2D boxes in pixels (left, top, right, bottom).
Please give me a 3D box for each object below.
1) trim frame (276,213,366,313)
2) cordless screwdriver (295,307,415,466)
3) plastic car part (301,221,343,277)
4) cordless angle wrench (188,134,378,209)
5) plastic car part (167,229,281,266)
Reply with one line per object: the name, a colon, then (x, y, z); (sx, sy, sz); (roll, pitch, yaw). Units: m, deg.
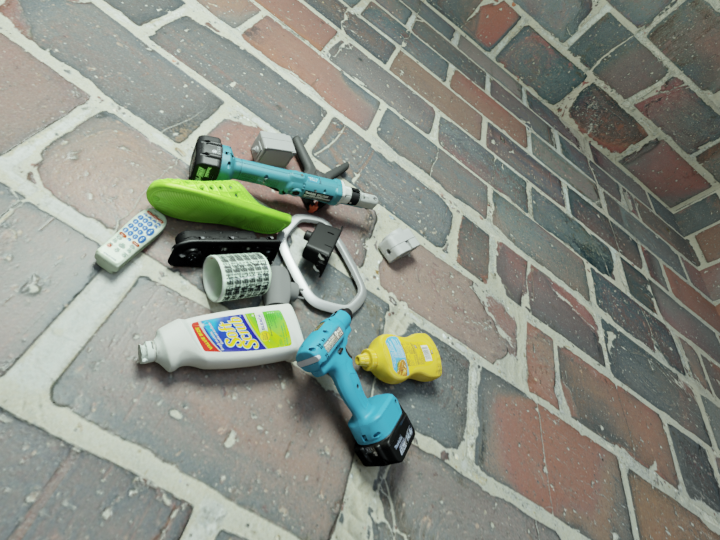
trim frame: (-0.080, -0.017, 0.898); (0.177, 0.028, 0.256); (-17, 68, -41)
cordless screwdriver: (0.000, 0.192, 0.726); (0.246, 0.076, 0.157); (57, 34, -6)
plastic car part: (-0.085, -0.056, 0.872); (0.070, 0.065, 0.118); (22, 44, -5)
cordless angle wrench: (-0.142, -0.185, 0.902); (0.406, 0.099, 0.077); (8, 59, -26)
plastic car part: (-0.249, -0.045, 0.771); (0.194, 0.066, 0.070); (-7, 55, -39)
